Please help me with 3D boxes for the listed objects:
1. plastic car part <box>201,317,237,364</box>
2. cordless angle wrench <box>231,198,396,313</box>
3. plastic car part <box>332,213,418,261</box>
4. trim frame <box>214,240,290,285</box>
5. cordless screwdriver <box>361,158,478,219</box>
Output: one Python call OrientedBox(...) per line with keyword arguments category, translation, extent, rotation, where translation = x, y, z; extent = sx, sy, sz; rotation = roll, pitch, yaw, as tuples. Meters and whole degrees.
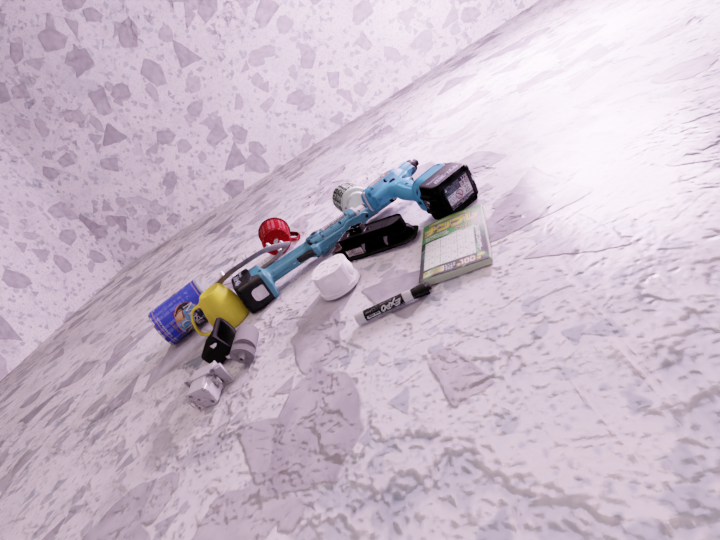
OrientedBox(category="plastic car part", translation=(-0.280, 0.147, 0.827), extent=(0.071, 0.064, 0.120), rotation=(-51, 20, -2))
OrientedBox(category="cordless angle wrench", translation=(-0.094, -0.061, 0.960), extent=(0.421, 0.072, 0.102), rotation=(-35, 24, -7))
OrientedBox(category="plastic car part", translation=(0.021, -0.066, 0.829), extent=(0.211, 0.065, 0.065), rotation=(-10, 24, 40))
OrientedBox(category="trim frame", translation=(-0.266, -0.017, 1.045), extent=(0.186, 0.028, 0.244), rotation=(-37, 1, 18))
OrientedBox(category="cordless screwdriver", translation=(0.125, -0.178, 0.854), extent=(0.158, 0.071, 0.261), rotation=(-42, 29, -17))
